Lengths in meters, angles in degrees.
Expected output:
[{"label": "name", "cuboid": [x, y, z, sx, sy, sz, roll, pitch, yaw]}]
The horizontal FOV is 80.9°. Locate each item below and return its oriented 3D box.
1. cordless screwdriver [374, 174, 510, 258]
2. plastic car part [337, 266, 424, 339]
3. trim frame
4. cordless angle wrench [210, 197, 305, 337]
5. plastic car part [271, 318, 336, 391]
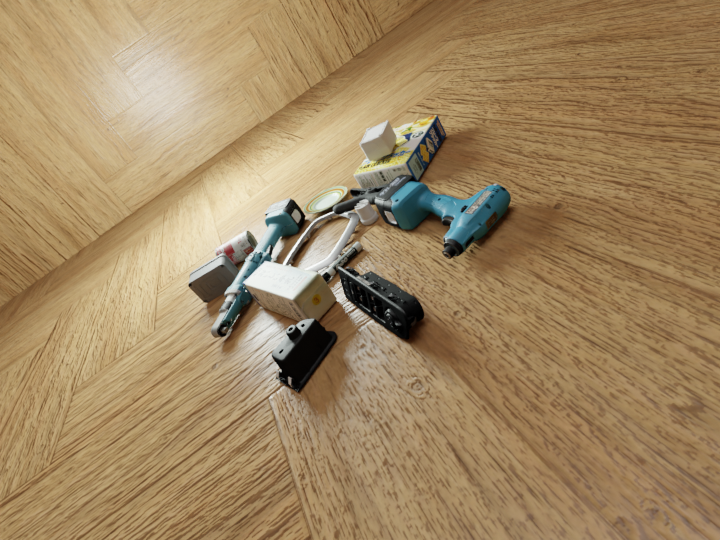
[{"label": "cordless screwdriver", "cuboid": [0.127, -0.103, 0.785, 0.158, 0.071, 0.263, -46, 36, -18]}, {"label": "plastic car part", "cuboid": [0.034, 0.046, 0.685, 0.065, 0.065, 0.213, -15, 24, -20]}, {"label": "trim frame", "cuboid": [-0.096, -0.063, 0.981, 0.192, 0.026, 0.250, -7, 42, 36]}, {"label": "cordless angle wrench", "cuboid": [-0.251, -0.014, 1.023, 0.101, 0.071, 0.427, -14, 39, 32]}, {"label": "plastic car part", "cuboid": [-0.100, 0.124, 0.689, 0.069, 0.067, 0.116, 8, 53, 48]}]
